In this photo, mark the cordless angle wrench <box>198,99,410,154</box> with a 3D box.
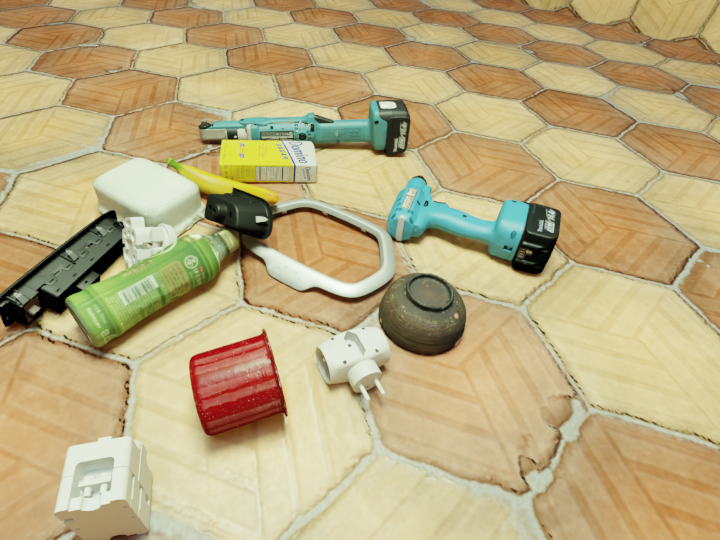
[{"bbox_3d":[-0.117,-0.288,0.865,0.423,0.095,0.077,-2,44,-1],"label":"cordless angle wrench"}]

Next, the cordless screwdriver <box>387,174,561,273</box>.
[{"bbox_3d":[0.180,-0.090,0.687,0.256,0.072,0.160,14,44,15],"label":"cordless screwdriver"}]

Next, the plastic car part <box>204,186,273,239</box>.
[{"bbox_3d":[-0.187,-0.085,0.618,0.067,0.065,0.123,3,14,-45],"label":"plastic car part"}]

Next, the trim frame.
[{"bbox_3d":[-0.064,-0.042,0.650,0.257,0.027,0.182,25,47,18],"label":"trim frame"}]

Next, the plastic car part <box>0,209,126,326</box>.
[{"bbox_3d":[-0.376,-0.008,0.565,0.067,0.065,0.206,18,44,-2],"label":"plastic car part"}]
